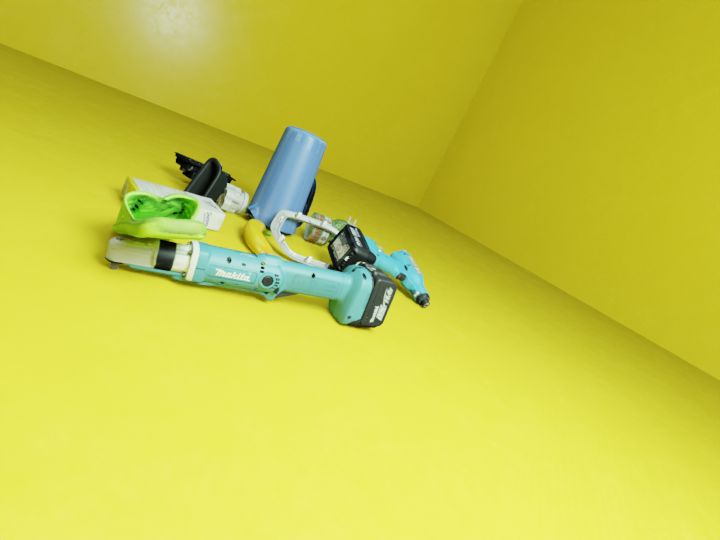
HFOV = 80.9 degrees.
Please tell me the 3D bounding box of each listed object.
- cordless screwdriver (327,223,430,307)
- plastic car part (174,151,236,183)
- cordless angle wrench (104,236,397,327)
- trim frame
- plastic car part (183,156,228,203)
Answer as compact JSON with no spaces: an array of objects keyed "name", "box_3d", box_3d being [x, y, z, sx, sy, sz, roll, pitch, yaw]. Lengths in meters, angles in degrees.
[{"name":"cordless screwdriver","box_3d":[0.051,-0.003,0.940,0.235,0.075,0.167,19,33,-38]},{"name":"plastic car part","box_3d":[-0.410,-0.254,1.128,0.069,0.067,0.195,23,9,22]},{"name":"cordless angle wrench","box_3d":[-0.143,0.007,0.624,0.405,0.097,0.078,12,16,-27]},{"name":"trim frame","box_3d":[-0.093,-0.061,0.951,0.235,0.028,0.192,18,37,-36]},{"name":"plastic car part","box_3d":[-0.341,-0.190,0.964,0.069,0.116,0.068,32,-8,23]}]
